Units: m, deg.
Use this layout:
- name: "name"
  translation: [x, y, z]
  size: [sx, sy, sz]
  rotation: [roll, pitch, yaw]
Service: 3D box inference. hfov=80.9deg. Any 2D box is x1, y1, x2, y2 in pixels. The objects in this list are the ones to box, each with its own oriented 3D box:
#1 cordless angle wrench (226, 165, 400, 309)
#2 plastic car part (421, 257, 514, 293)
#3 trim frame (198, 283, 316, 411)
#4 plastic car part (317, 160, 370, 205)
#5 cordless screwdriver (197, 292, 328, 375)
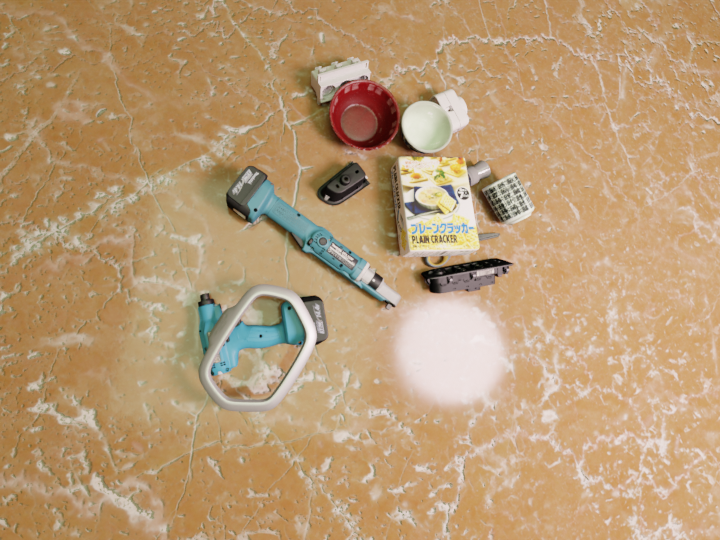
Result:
- name: "cordless angle wrench"
  translation: [-0.087, -0.057, 0.888]
  size: [0.419, 0.075, 0.098]
  rotation: [36, 77, -5]
- name: "plastic car part"
  translation: [0.229, 0.014, 0.935]
  size: [0.199, 0.069, 0.066]
  rotation: [-5, 109, -12]
- name: "trim frame"
  translation: [-0.192, 0.145, 0.791]
  size: [0.184, 0.027, 0.248]
  rotation: [31, 85, 0]
- name: "plastic car part"
  translation: [-0.033, -0.192, 0.917]
  size: [0.115, 0.071, 0.066]
  rotation: [-39, 90, -17]
- name: "cordless screwdriver"
  translation: [-0.196, 0.099, 0.842]
  size: [0.246, 0.074, 0.161]
  rotation: [-14, 84, -8]
